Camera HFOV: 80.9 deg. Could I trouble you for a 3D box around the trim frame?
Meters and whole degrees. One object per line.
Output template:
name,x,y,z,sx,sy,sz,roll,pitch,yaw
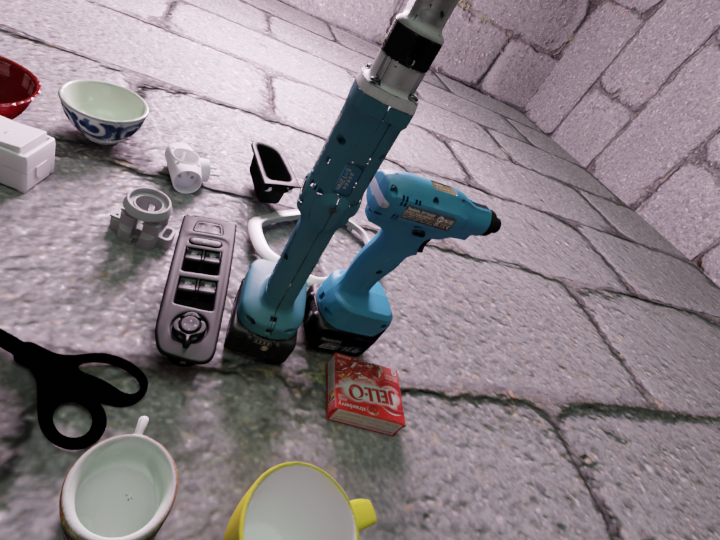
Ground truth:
trim frame,-0.066,-0.043,0.675,0.239,0.027,0.192,-17,56,-46

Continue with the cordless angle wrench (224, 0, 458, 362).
cordless angle wrench,-0.028,-0.069,0.391,0.072,0.422,0.101,20,37,-19

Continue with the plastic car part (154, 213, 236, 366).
plastic car part,-0.186,0.022,0.475,0.064,0.067,0.211,15,38,-23

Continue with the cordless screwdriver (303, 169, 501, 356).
cordless screwdriver,0.038,0.002,0.499,0.153,0.248,0.077,13,40,-26

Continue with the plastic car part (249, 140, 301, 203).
plastic car part,-0.157,-0.157,0.714,0.063,0.071,0.122,3,44,-35
